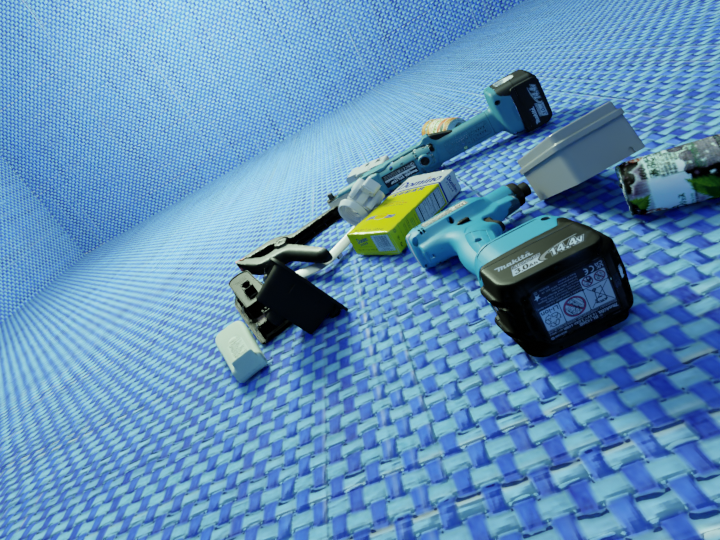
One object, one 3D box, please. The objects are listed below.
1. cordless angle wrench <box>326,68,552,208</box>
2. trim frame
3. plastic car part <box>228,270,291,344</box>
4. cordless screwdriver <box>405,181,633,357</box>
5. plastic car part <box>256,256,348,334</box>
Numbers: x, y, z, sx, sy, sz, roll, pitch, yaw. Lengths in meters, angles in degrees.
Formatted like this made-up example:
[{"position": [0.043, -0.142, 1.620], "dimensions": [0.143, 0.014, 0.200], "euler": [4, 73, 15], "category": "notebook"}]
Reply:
[{"position": [0.120, -0.214, 0.790], "dimensions": [0.432, 0.095, 0.075], "euler": [-25, 23, 22], "category": "cordless angle wrench"}, {"position": [-0.075, -0.049, 0.762], "dimensions": [0.193, 0.026, 0.247], "euler": [-4, 38, 43], "category": "trim frame"}, {"position": [-0.166, 0.045, 0.658], "dimensions": [0.066, 0.064, 0.212], "euler": [-44, 25, -12], "category": "plastic car part"}, {"position": [0.154, -0.029, 0.423], "dimensions": [0.159, 0.072, 0.256], "euler": [-31, 21, 0], "category": "cordless screwdriver"}, {"position": [-0.086, 0.039, 0.533], "dimensions": [0.071, 0.111, 0.069], "euler": [-60, 28, -7], "category": "plastic car part"}]
